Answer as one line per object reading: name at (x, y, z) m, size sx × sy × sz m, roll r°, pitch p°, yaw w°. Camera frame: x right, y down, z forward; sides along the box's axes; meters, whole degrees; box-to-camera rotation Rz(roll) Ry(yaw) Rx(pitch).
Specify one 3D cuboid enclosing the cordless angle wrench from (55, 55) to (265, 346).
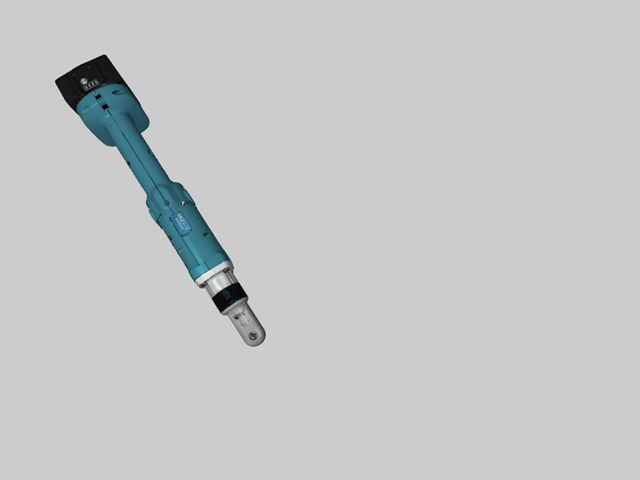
cordless angle wrench at (-0.193, -0.043, 0.552) m, size 0.074 × 0.422 × 0.098 m, roll -33°, pitch -7°, yaw -9°
